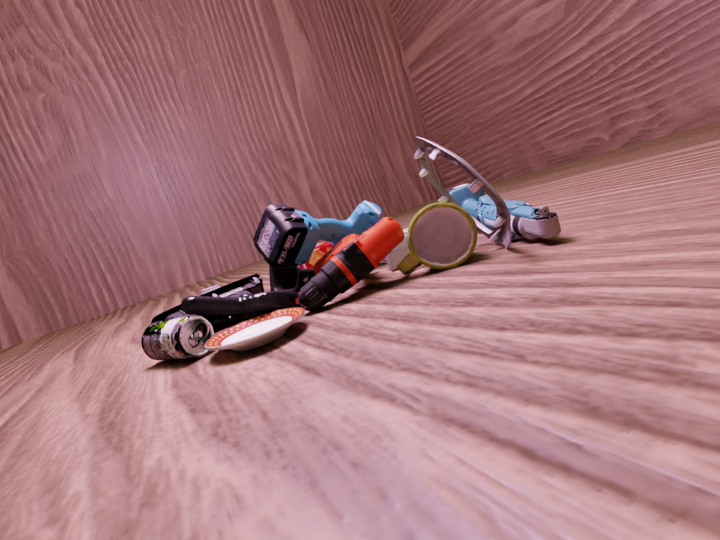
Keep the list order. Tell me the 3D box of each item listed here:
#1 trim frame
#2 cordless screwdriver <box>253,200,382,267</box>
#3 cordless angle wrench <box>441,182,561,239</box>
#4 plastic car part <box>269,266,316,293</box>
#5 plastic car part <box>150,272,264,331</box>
[{"bbox_3d":[0.143,-0.103,0.593,0.027,0.191,0.240,-44,-17,2],"label":"trim frame"},{"bbox_3d":[-0.077,-0.051,0.792,0.238,0.078,0.158,-9,-45,-42],"label":"cordless screwdriver"},{"bbox_3d":[0.230,-0.096,0.728,0.075,0.096,0.427,-18,12,2],"label":"cordless angle wrench"},{"bbox_3d":[-0.127,0.016,0.851,0.068,0.066,0.122,-4,-1,-42],"label":"plastic car part"},{"bbox_3d":[-0.243,0.074,0.714,0.197,0.064,0.071,-21,32,-30],"label":"plastic car part"}]
